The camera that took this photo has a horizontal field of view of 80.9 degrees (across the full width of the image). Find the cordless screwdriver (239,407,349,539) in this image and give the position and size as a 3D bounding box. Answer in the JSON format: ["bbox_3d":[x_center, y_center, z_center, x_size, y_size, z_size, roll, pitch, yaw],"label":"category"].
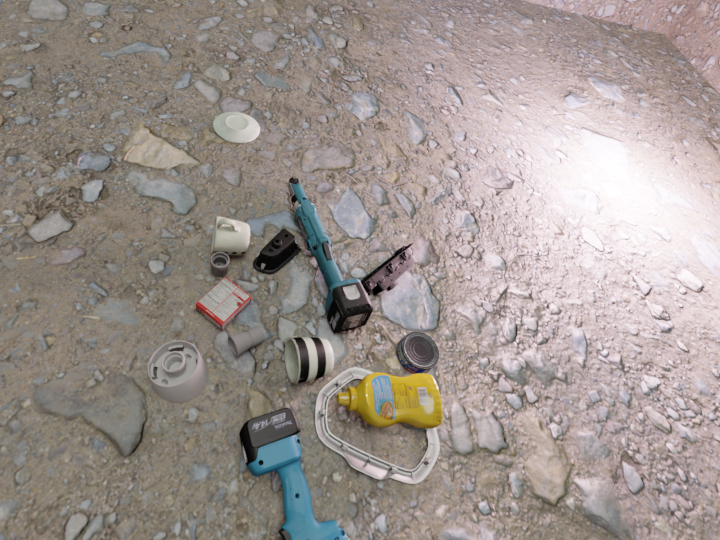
[{"bbox_3d":[-0.133,0.363,0.673,0.155,0.074,0.258,-17,65,-25],"label":"cordless screwdriver"}]

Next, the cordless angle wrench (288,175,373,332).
[{"bbox_3d":[-0.096,-0.063,0.979,0.072,0.096,0.442,-10,55,-24],"label":"cordless angle wrench"}]

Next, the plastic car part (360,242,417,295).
[{"bbox_3d":[0.069,0.002,0.985,0.068,0.067,0.200,45,56,3],"label":"plastic car part"}]

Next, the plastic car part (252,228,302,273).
[{"bbox_3d":[-0.186,-0.049,0.951,0.067,0.070,0.115,35,51,9],"label":"plastic car part"}]

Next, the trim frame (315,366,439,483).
[{"bbox_3d":[0.034,0.288,0.796,0.249,0.027,0.185,24,54,1],"label":"trim frame"}]
